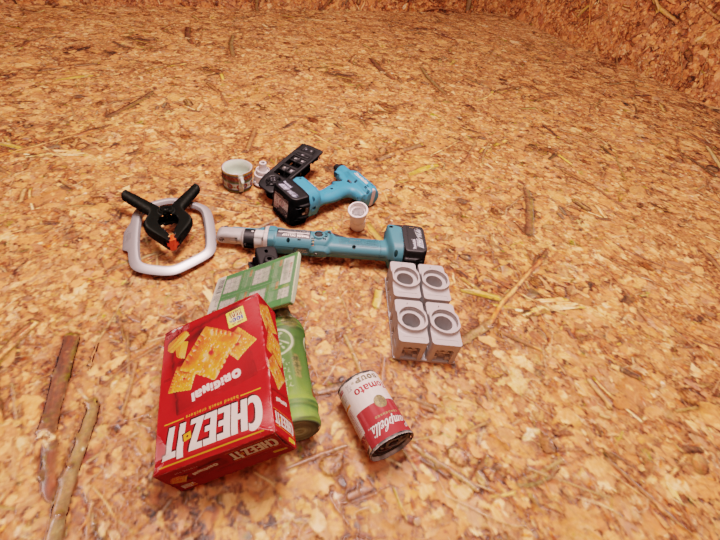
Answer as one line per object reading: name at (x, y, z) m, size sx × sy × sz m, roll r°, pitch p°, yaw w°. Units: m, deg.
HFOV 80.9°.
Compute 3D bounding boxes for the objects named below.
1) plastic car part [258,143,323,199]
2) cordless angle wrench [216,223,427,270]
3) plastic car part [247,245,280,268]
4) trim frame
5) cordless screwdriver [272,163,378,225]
plastic car part at (-0.177, -0.241, 1.050) m, size 0.068 × 0.066 × 0.201 m, roll 31°, pitch 51°, yaw 12°
cordless angle wrench at (-0.085, -0.055, 0.867) m, size 0.423 × 0.072 × 0.100 m, roll 5°, pitch 43°, yaw 0°
plastic car part at (-0.173, -0.002, 0.795) m, size 0.064 × 0.069 × 0.122 m, roll -8°, pitch 42°, yaw -17°
trim frame at (-0.395, -0.076, 0.877) m, size 0.180 × 0.027 × 0.261 m, roll -8°, pitch 47°, yaw -18°
cordless screwdriver at (-0.096, -0.196, 1.013) m, size 0.241 × 0.073 × 0.168 m, roll -19°, pitch 49°, yaw -31°
